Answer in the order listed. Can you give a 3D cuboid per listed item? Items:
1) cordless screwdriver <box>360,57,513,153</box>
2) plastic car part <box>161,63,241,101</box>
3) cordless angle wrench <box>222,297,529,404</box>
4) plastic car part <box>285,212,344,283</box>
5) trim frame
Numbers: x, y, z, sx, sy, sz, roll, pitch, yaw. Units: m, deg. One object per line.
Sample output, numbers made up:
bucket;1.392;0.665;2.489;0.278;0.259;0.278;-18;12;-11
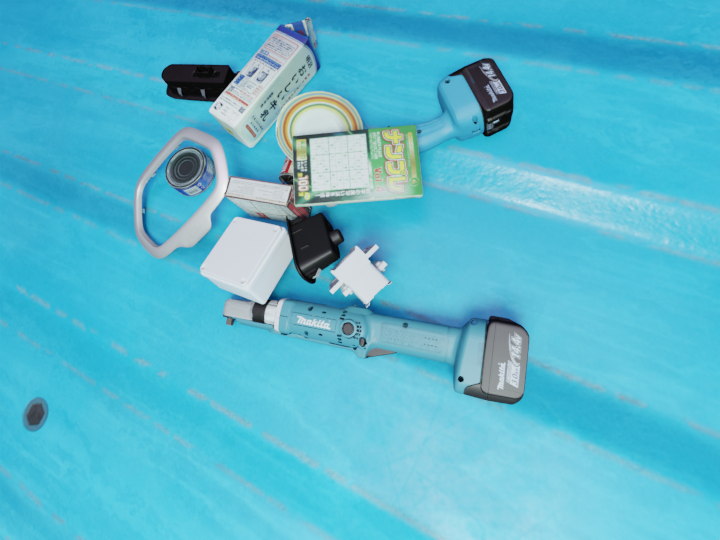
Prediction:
cordless screwdriver;0.088;-0.231;0.647;0.251;0.071;0.165;-27;68;11
plastic car part;-0.302;-0.363;0.811;0.210;0.064;0.066;9;84;21
cordless angle wrench;-0.008;0.082;0.579;0.439;0.071;0.098;8;83;21
plastic car part;-0.059;-0.039;0.603;0.071;0.062;0.122;-32;41;9
trim frame;-0.311;-0.130;0.719;0.251;0.026;0.190;-38;69;21
